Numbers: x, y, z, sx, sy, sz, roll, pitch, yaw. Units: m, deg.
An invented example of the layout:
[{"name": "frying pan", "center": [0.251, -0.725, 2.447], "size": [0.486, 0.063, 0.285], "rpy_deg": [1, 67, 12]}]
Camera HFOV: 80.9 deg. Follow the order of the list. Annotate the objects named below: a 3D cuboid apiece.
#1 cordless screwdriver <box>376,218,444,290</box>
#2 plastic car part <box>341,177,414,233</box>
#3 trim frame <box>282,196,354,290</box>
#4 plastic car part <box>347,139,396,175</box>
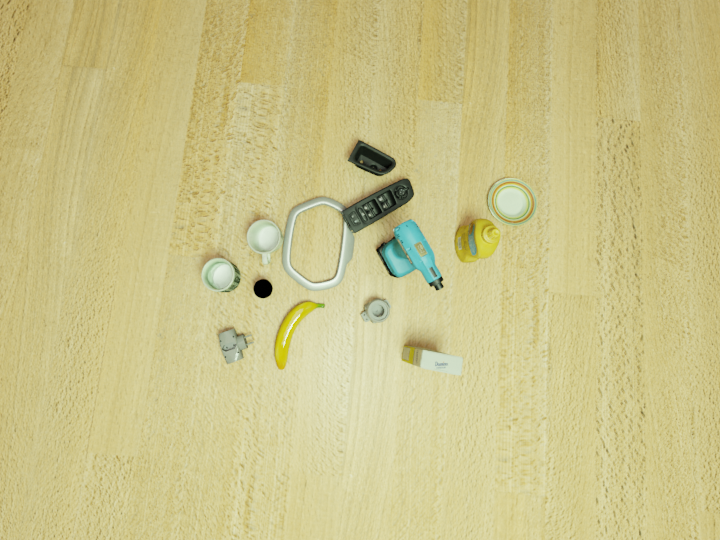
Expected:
[{"name": "cordless screwdriver", "center": [0.116, -0.022, 0.987], "size": [0.074, 0.248, 0.161], "rpy_deg": [-29, 87, -8]}, {"name": "plastic car part", "center": [0.048, -0.168, 1.099], "size": [0.202, 0.067, 0.067], "rpy_deg": [-31, 86, -5]}, {"name": "trim frame", "center": [-0.108, -0.070, 1.102], "size": [0.184, 0.027, 0.250], "rpy_deg": [6, 82, 0]}, {"name": "plastic car part", "center": [0.030, -0.282, 1.114], "size": [0.117, 0.070, 0.066], "rpy_deg": [28, 82, 1]}]
